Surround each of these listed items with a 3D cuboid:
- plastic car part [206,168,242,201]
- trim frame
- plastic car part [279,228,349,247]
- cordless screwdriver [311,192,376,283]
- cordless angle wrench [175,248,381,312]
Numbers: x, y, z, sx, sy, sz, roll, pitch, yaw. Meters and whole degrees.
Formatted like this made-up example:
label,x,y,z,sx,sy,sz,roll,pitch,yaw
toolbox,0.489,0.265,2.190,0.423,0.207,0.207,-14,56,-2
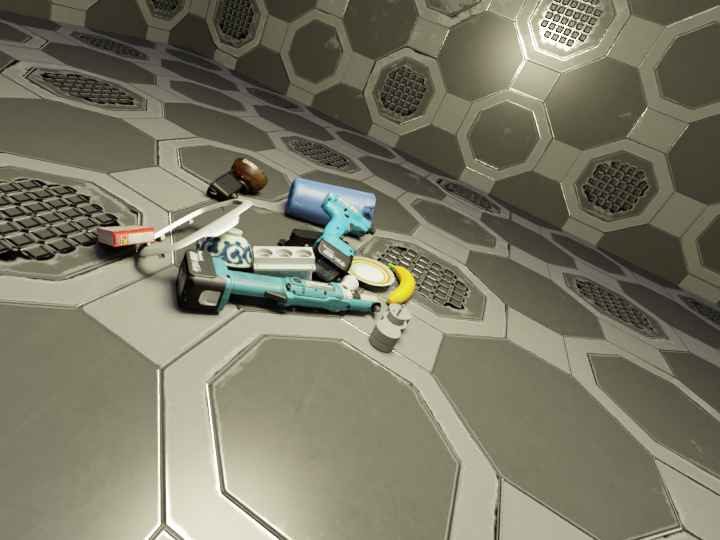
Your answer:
label,x,y,z,sx,sy,sz,roll,pitch,yaw
plastic car part,-0.361,-0.218,1.145,0.070,0.066,0.118,36,27,-11
trim frame,-0.321,-0.086,0.831,0.193,0.027,0.244,2,31,36
plastic car part,-0.104,-0.068,1.065,0.194,0.066,0.070,1,41,-33
cordless screwdriver,-0.042,-0.071,1.016,0.155,0.075,0.253,31,42,-16
cordless angle wrench,-0.134,0.042,0.823,0.404,0.074,0.103,10,29,-31
